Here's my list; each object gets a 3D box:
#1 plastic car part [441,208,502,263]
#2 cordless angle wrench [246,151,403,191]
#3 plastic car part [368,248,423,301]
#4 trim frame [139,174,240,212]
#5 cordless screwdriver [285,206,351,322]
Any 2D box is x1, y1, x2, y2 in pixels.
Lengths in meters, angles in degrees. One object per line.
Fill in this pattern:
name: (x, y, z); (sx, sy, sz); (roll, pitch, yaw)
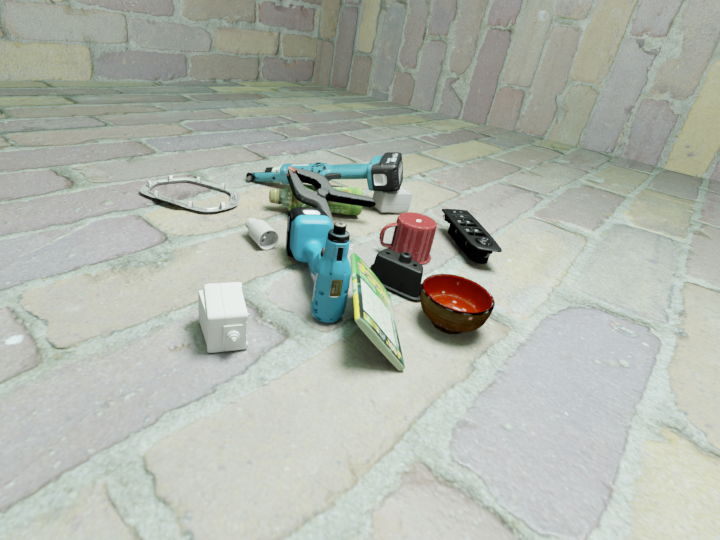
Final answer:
plastic car part: (0.236, -0.075, 0.932); (0.065, 0.066, 0.210); (9, 24, -16)
cordless angle wrench: (-0.107, -0.254, 1.108); (0.436, 0.072, 0.098); (3, 34, 19)
plastic car part: (0.069, -0.002, 0.762); (0.122, 0.069, 0.064); (23, 32, 30)
trim frame: (-0.408, -0.189, 1.023); (0.256, 0.027, 0.182); (18, 32, 15)
cordless screwdriver: (-0.070, -0.046, 0.718); (0.072, 0.156, 0.260); (0, 28, -19)
